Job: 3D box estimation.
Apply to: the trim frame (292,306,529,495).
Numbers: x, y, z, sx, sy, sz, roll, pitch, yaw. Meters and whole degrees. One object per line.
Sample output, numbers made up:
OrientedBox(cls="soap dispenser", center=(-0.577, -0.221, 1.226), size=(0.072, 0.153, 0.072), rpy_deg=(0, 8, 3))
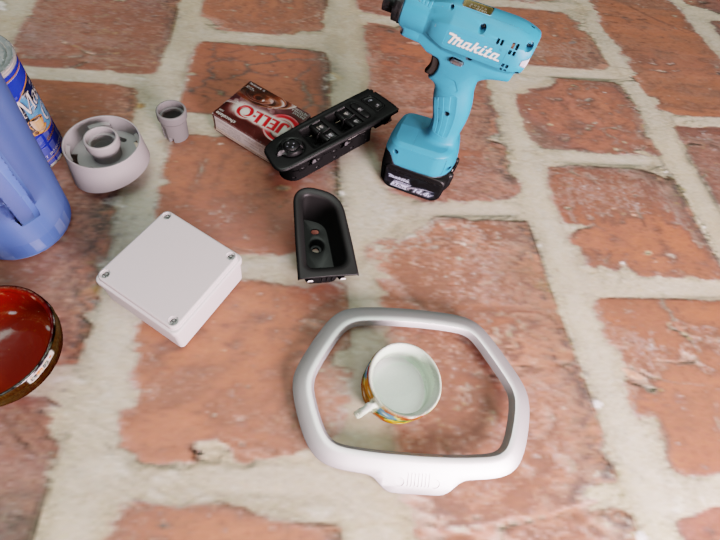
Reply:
OrientedBox(cls="trim frame", center=(0.053, 0.127, 0.441), size=(0.246, 0.027, 0.189), rpy_deg=(4, 59, -5))

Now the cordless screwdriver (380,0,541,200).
OrientedBox(cls="cordless screwdriver", center=(0.078, -0.203, 0.514), size=(0.161, 0.245, 0.075), rpy_deg=(26, 59, 4))

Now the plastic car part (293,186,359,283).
OrientedBox(cls="plastic car part", center=(-0.049, -0.032, 0.498), size=(0.065, 0.070, 0.120), rpy_deg=(-4, 61, -12))

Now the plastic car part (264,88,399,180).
OrientedBox(cls="plastic car part", center=(-0.045, -0.185, 0.592), size=(0.199, 0.066, 0.069), rpy_deg=(-33, 71, -24))
